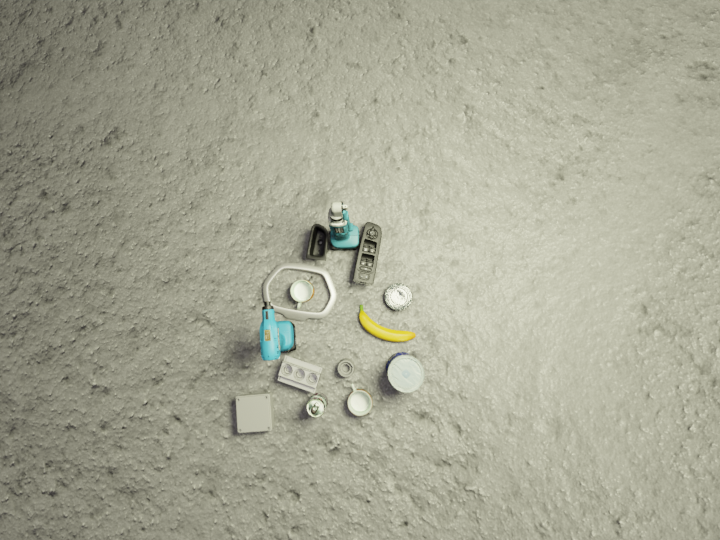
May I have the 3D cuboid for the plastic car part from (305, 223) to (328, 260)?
[{"bbox_3d":[-0.135,-0.088,1.384,0.067,0.070,0.117,7,81,5],"label":"plastic car part"}]

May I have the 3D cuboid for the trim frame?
[{"bbox_3d":[-0.200,0.070,1.383,0.252,0.027,0.185,7,80,8],"label":"trim frame"}]

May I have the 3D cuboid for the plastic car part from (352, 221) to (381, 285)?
[{"bbox_3d":[0.026,-0.054,1.361,0.067,0.066,0.204,10,81,5],"label":"plastic car part"}]

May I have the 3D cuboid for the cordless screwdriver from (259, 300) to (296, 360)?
[{"bbox_3d":[-0.249,0.177,1.258,0.075,0.245,0.161,-6,82,1],"label":"cordless screwdriver"}]

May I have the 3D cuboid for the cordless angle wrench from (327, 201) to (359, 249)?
[{"bbox_3d":[-0.056,-0.127,1.206,0.098,0.416,0.075,0,83,1],"label":"cordless angle wrench"}]
